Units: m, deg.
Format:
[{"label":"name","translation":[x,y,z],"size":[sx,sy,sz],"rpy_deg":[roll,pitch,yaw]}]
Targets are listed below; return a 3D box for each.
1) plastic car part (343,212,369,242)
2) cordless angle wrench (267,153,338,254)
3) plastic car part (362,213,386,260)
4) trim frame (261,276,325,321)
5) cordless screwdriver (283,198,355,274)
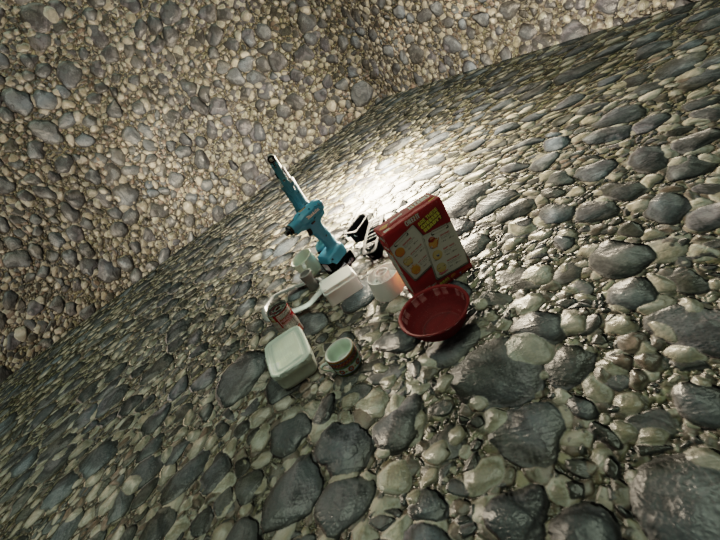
[{"label":"plastic car part","translation":[0.003,-0.143,1.484],"size":[0.069,0.068,0.116],"rpy_deg":[-5,37,45]},{"label":"cordless angle wrench","translation":[-0.194,-0.211,1.434],"size":[0.075,0.407,0.101],"rpy_deg":[-28,23,8]},{"label":"plastic car part","translation":[0.049,-0.099,1.367],"size":[0.068,0.064,0.205],"rpy_deg":[-19,29,26]},{"label":"trim frame","translation":[-0.217,0.092,1.376],"size":[0.254,0.026,0.188],"rpy_deg":[-23,28,19]},{"label":"cordless screwdriver","translation":[-0.132,-0.086,1.345],"size":[0.157,0.239,0.078],"rpy_deg":[-45,26,-27]}]
